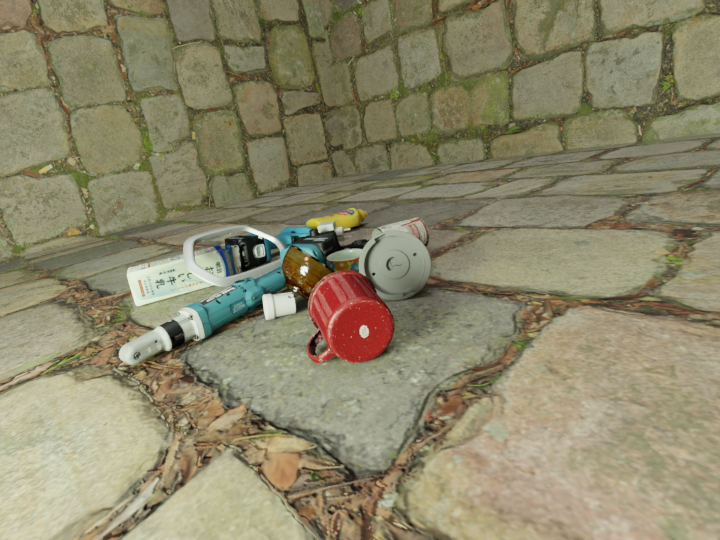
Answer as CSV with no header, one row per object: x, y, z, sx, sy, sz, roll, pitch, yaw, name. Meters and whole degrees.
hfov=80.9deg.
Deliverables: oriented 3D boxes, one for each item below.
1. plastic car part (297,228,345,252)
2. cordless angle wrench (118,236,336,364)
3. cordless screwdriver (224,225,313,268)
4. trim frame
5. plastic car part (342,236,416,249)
-0.097,-0.063,0.990,0.116,0.070,0.067,-9,13,-6,plastic car part
-0.196,0.042,0.713,0.103,0.073,0.412,2,23,38,cordless angle wrench
-0.210,-0.069,1.081,0.167,0.073,0.240,3,17,40,cordless screwdriver
-0.259,-0.034,0.901,0.192,0.027,0.240,36,34,24,trim frame
0.033,-0.034,0.812,0.065,0.066,0.211,-24,16,-22,plastic car part
